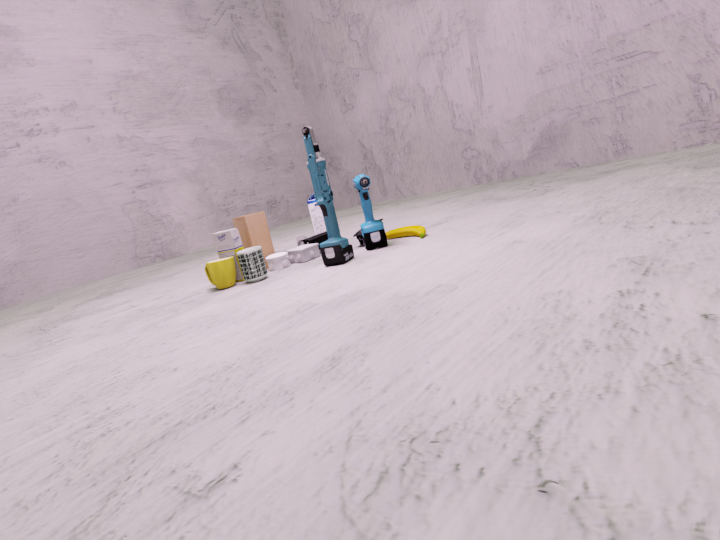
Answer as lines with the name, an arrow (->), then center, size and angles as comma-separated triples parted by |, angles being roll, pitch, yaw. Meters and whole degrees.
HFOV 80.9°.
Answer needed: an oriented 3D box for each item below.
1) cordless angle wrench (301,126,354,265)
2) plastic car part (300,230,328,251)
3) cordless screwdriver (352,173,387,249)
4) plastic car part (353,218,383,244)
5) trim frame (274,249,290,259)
cordless angle wrench -> -0.112, -0.227, 1.288 | 0.077, 0.418, 0.095 | -9, 9, 27
plastic car part -> -0.156, -0.102, 1.600 | 0.113, 0.070, 0.069 | -20, 12, -32
cordless screwdriver -> 0.028, -0.193, 1.386 | 0.074, 0.246, 0.161 | -14, 9, -3
plastic car part -> 0.030, -0.139, 1.570 | 0.069, 0.066, 0.198 | -9, 13, 26
trim frame -> -0.331, -0.057, 1.693 | 0.259, 0.027, 0.179 | -5, 15, 36
